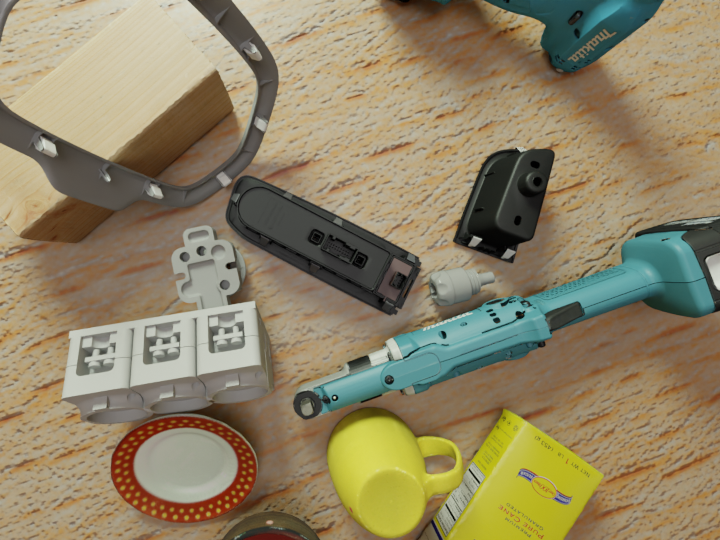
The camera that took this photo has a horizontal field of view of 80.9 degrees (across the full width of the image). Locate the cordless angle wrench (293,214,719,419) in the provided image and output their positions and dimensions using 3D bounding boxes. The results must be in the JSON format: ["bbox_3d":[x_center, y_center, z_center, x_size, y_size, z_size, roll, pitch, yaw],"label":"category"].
[{"bbox_3d":[0.138,0.054,0.395,0.423,0.098,0.074,-20,91,0],"label":"cordless angle wrench"}]

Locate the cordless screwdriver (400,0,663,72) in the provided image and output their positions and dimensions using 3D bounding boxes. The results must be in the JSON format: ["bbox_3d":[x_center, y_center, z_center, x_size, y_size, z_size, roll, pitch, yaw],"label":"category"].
[{"bbox_3d":[0.139,-0.275,0.373,0.249,0.159,0.074,26,87,-1],"label":"cordless screwdriver"}]

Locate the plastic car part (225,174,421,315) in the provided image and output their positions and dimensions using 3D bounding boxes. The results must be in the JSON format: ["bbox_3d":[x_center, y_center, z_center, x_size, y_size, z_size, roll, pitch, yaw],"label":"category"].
[{"bbox_3d":[-0.039,-0.026,0.402,0.204,0.067,0.066,27,93,1],"label":"plastic car part"}]

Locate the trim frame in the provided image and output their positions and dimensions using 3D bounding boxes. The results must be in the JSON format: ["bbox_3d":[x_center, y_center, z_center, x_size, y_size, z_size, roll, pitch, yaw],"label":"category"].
[{"bbox_3d":[-0.152,-0.124,0.316,0.184,0.238,0.028,-46,71,7],"label":"trim frame"}]

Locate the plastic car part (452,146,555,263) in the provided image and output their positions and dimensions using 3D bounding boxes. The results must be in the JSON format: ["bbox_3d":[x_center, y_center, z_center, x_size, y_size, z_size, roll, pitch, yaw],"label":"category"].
[{"bbox_3d":[0.148,-0.071,0.406,0.065,0.071,0.116,20,89,-6],"label":"plastic car part"}]
